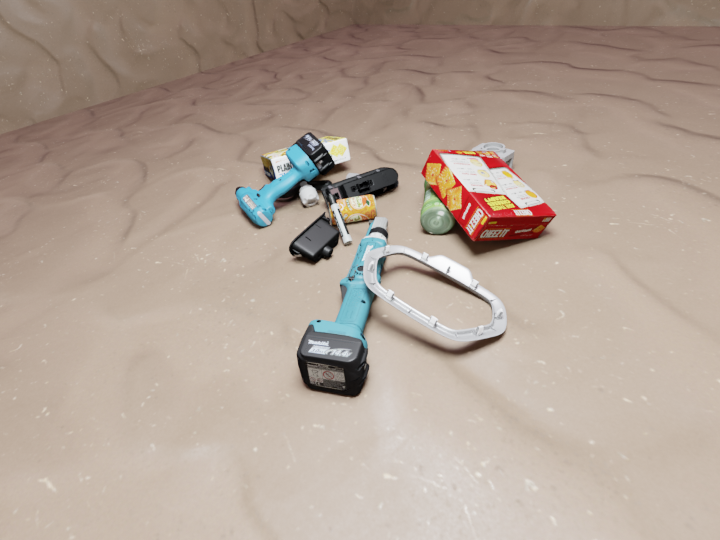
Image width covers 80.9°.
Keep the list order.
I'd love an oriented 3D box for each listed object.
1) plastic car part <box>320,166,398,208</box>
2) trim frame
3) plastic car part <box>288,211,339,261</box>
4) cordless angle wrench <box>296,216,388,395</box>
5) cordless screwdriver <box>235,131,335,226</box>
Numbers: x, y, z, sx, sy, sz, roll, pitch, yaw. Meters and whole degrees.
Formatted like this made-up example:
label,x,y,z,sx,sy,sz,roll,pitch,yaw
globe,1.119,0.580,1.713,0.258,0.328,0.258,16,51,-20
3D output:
label,x,y,z,sx,sy,sz,roll,pitch,yaw
plastic car part,0.010,-0.205,1.012,0.198,0.067,0.068,-23,-3,-23
trim frame,0.117,0.026,0.689,0.260,0.027,0.179,30,38,25
plastic car part,-0.085,-0.056,0.870,0.074,0.064,0.115,27,52,19
cordless angle wrench,0.002,0.019,0.744,0.101,0.072,0.426,3,37,14
cordless screwdriver,-0.195,-0.231,1.036,0.248,0.070,0.168,-43,50,-2
